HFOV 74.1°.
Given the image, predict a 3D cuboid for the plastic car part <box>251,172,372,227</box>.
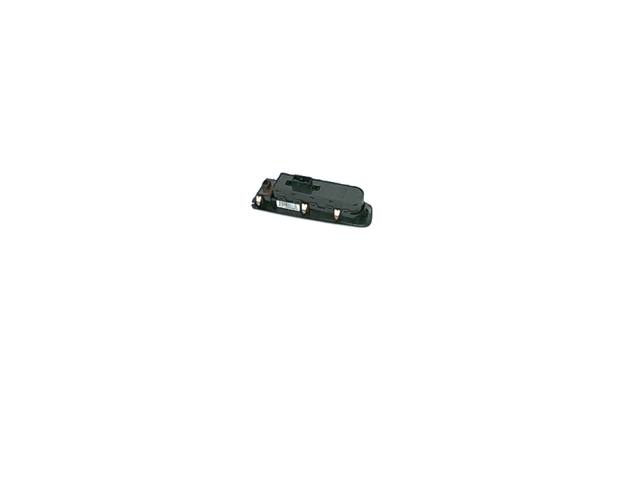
[{"bbox_3d":[-0.010,-0.072,0.692,0.203,0.067,0.066,15,43,12],"label":"plastic car part"}]
